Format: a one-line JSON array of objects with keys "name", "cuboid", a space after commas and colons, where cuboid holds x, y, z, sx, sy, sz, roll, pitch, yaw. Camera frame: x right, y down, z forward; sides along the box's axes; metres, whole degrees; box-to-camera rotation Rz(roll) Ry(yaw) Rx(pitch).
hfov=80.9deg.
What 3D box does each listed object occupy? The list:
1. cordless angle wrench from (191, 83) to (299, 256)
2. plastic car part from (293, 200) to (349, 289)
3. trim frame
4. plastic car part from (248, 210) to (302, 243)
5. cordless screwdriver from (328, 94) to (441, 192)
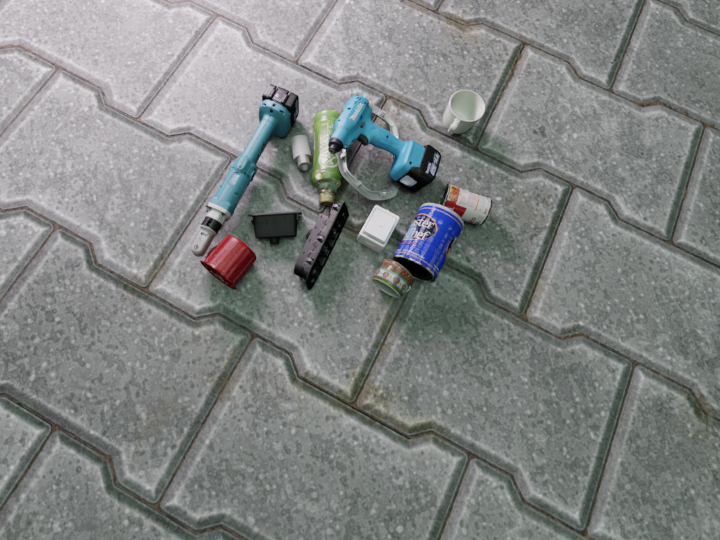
[{"name": "cordless angle wrench", "cuboid": [-0.259, -0.219, 0.932, 0.075, 0.097, 0.425, 24, 73, 1]}, {"name": "plastic car part", "cuboid": [-0.090, -0.059, 0.921, 0.068, 0.064, 0.204, 18, 74, 9]}, {"name": "trim frame", "cuboid": [0.029, -0.280, 0.980, 0.176, 0.028, 0.253, 10, 69, -27]}, {"name": "plastic car part", "cuboid": [-0.184, -0.094, 0.932, 0.116, 0.066, 0.071, -7, 91, -2]}, {"name": "cordless screwdriver", "cuboid": [0.050, -0.261, 0.933, 0.243, 0.076, 0.160, 33, 63, -13]}]
